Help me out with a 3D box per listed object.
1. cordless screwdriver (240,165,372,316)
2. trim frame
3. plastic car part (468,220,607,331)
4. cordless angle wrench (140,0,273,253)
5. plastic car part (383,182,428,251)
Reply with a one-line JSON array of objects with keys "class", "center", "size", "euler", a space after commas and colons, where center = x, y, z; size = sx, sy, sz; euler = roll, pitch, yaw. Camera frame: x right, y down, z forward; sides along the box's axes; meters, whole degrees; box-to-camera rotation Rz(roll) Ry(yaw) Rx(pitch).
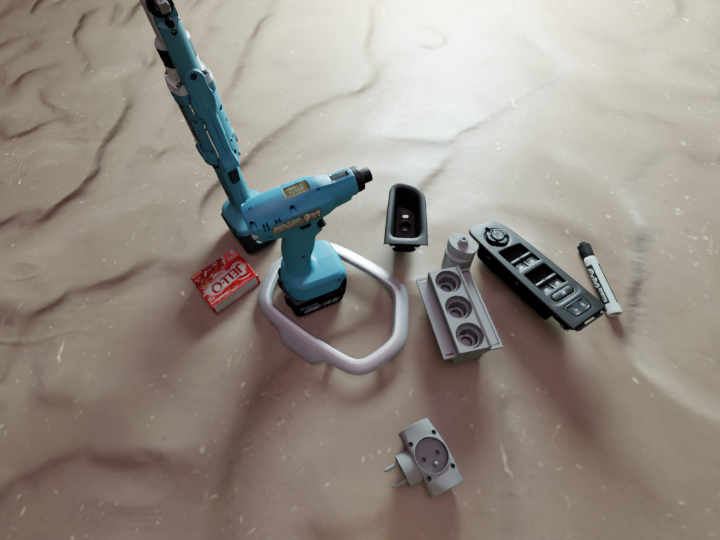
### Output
[{"class": "cordless screwdriver", "center": [-0.057, -0.037, 0.578], "size": [0.158, 0.240, 0.078], "euler": [-23, 61, -9]}, {"class": "trim frame", "center": [-0.043, 0.050, 0.649], "size": [0.259, 0.026, 0.183], "euler": [29, 67, 22]}, {"class": "plastic car part", "center": [0.242, 0.005, 0.616], "size": [0.065, 0.064, 0.213], "euler": [-30, 60, -13]}, {"class": "cordless angle wrench", "center": [-0.196, -0.173, 0.581], "size": [0.073, 0.408, 0.102], "euler": [-34, 64, -16]}, {"class": "plastic car part", "center": [0.073, -0.076, 0.686], "size": [0.067, 0.068, 0.119], "euler": [2, 59, 6]}]
